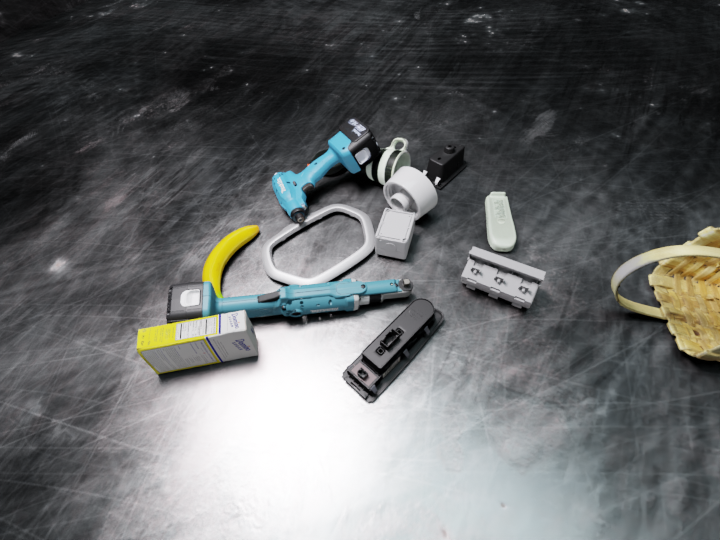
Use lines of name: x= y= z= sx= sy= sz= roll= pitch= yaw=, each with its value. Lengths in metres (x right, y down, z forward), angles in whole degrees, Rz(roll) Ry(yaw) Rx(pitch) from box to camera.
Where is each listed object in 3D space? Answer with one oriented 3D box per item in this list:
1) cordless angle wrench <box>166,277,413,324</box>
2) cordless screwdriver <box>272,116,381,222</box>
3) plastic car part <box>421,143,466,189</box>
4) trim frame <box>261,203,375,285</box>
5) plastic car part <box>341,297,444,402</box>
cordless angle wrench: x=-0.117 y=0.052 z=0.747 sx=0.421 sy=0.095 sz=0.077 roll=-6 pitch=59 yaw=-3
cordless screwdriver: x=-0.073 y=-0.213 z=0.918 sx=0.250 sy=0.070 sz=0.167 roll=-34 pitch=48 yaw=6
plastic car part: x=0.193 y=-0.249 z=0.958 sx=0.115 sy=0.068 sz=0.069 roll=-41 pitch=60 yaw=-21
trim frame: x=-0.084 y=-0.055 z=0.864 sx=0.245 sy=0.026 sz=0.194 roll=-35 pitch=56 yaw=-18
plastic car part: x=0.057 y=0.112 z=0.689 sx=0.070 sy=0.064 sz=0.200 roll=31 pitch=58 yaw=35
